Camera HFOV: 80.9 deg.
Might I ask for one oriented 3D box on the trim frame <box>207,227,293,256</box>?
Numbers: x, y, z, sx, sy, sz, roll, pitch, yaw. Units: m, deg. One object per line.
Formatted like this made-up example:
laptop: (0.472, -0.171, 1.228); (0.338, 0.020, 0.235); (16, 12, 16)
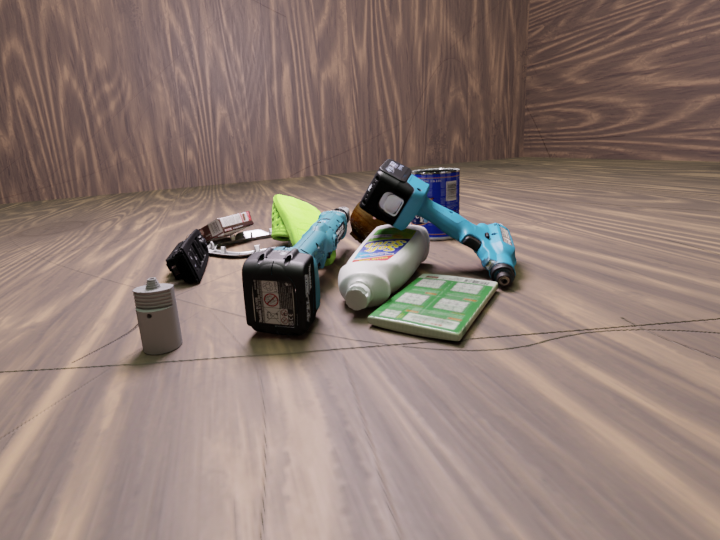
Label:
trim frame: (-0.220, -0.067, 0.941); (0.241, 0.027, 0.193); (-15, 19, -26)

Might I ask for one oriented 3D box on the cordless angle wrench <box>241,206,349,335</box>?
cordless angle wrench: (-0.065, -0.042, 0.661); (0.076, 0.096, 0.424); (2, 21, 9)

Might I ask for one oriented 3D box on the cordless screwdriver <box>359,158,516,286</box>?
cordless screwdriver: (0.122, -0.070, 0.646); (0.249, 0.074, 0.160); (28, 30, 0)

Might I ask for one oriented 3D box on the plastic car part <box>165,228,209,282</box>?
plastic car part: (-0.319, -0.026, 0.784); (0.067, 0.064, 0.209); (-31, 21, 1)
